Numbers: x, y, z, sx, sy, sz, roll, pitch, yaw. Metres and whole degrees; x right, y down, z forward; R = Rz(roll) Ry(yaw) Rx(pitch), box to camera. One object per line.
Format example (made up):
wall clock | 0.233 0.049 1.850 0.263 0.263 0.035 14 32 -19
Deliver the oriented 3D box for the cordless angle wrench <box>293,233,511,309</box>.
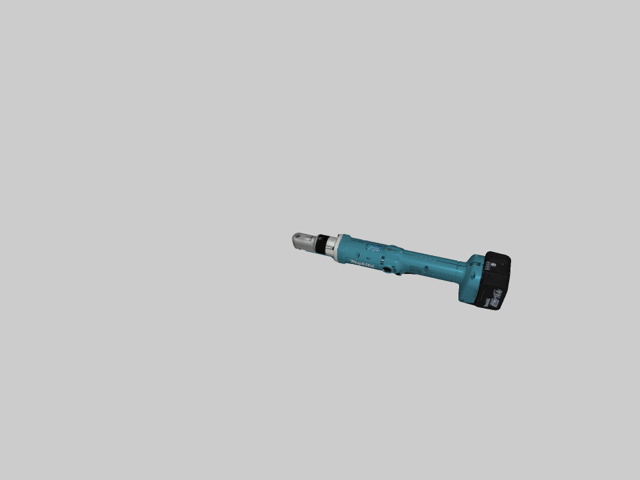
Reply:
cordless angle wrench | 0.139 0.039 0.833 0.423 0.074 0.098 12 -36 17
